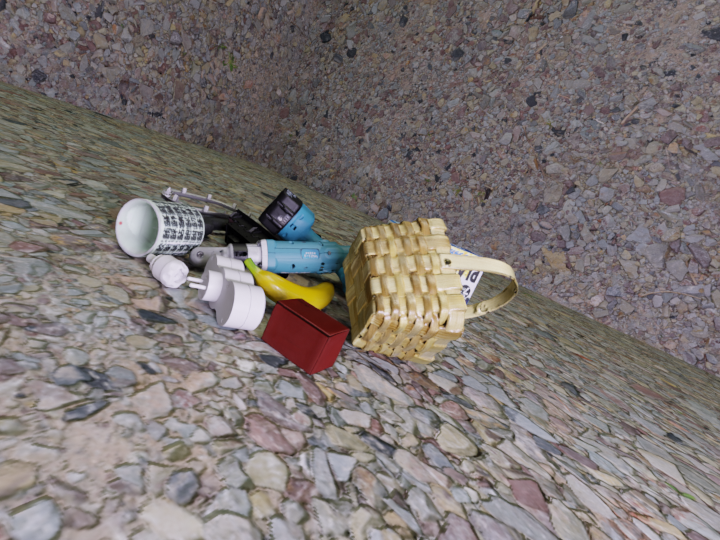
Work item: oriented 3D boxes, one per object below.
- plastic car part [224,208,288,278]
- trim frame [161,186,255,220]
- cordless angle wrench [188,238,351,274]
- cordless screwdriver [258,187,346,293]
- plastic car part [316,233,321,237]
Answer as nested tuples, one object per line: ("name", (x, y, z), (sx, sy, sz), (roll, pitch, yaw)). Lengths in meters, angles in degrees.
("plastic car part", (-0.199, -0.050, 0.772), (0.064, 0.065, 0.215), (-4, 27, -46))
("trim frame", (-0.374, -0.164, 1.053), (0.195, 0.027, 0.235), (33, 14, 39))
("cordless angle wrench", (-0.060, -0.021, 0.692), (0.408, 0.075, 0.100), (0, -12, -24))
("cordless screwdriver", (-0.082, -0.054, 0.838), (0.246, 0.074, 0.160), (43, 8, -6))
("plastic car part", (-0.101, -0.041, 0.942), (0.074, 0.066, 0.111), (44, 16, 22))
